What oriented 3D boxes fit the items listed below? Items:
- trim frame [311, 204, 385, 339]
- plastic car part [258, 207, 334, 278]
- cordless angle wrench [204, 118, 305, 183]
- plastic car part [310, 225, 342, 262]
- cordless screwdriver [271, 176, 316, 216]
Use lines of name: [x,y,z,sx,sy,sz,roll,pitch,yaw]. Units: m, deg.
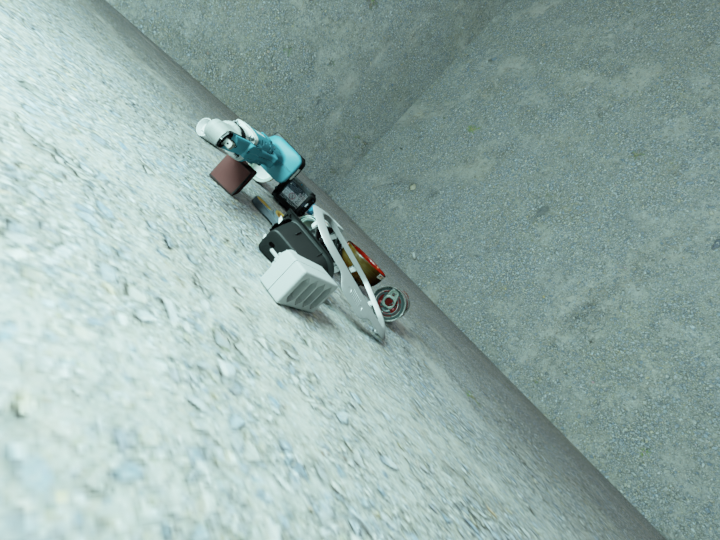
trim frame: [-0.018,0.002,0.678,0.239,0.028,0.190,62,6,-25]
plastic car part: [-0.090,-0.018,0.565,0.119,0.066,0.069,49,23,10]
cordless angle wrench: [-0.175,-0.207,0.721,0.097,0.074,0.424,45,8,-6]
plastic car part: [-0.076,-0.050,0.782,0.068,0.066,0.200,6,1,5]
cordless screwdriver: [-0.157,-0.185,1.137,0.157,0.074,0.252,43,3,-10]
